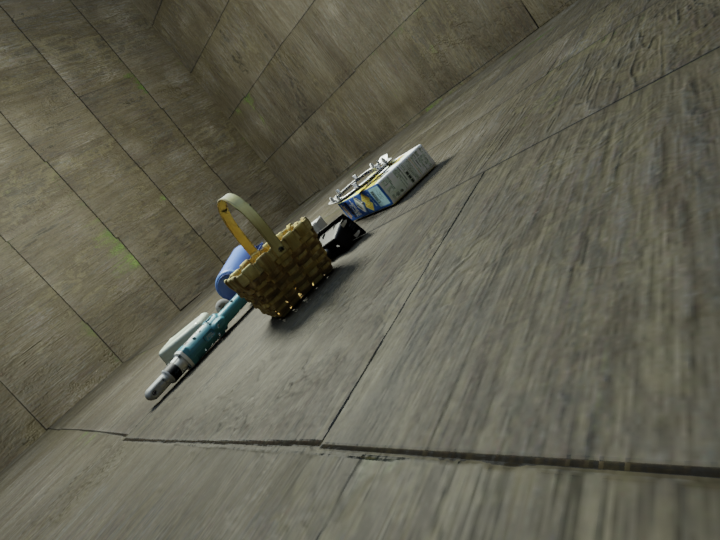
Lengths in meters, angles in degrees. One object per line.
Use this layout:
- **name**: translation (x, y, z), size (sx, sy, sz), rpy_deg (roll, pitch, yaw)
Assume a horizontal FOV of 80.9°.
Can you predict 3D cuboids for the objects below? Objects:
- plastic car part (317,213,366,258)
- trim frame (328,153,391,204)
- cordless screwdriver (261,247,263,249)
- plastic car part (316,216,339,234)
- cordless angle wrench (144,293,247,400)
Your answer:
- **plastic car part**: translation (-0.056, -0.058, 0.894), size (0.119, 0.064, 0.071), rpy_deg (-30, 29, 47)
- **trim frame**: translation (-0.005, -0.228, 1.067), size (0.183, 0.027, 0.254), rpy_deg (-40, 12, -6)
- **cordless screwdriver**: translation (-0.218, -0.085, 1.348), size (0.158, 0.072, 0.257), rpy_deg (-44, 18, -18)
- **plastic car part**: translation (-0.099, -0.065, 1.017), size (0.207, 0.066, 0.065), rpy_deg (-29, 7, 27)
- **cordless angle wrench**: translation (-0.353, 0.137, 1.019), size (0.101, 0.073, 0.421), rpy_deg (-27, 21, 45)
